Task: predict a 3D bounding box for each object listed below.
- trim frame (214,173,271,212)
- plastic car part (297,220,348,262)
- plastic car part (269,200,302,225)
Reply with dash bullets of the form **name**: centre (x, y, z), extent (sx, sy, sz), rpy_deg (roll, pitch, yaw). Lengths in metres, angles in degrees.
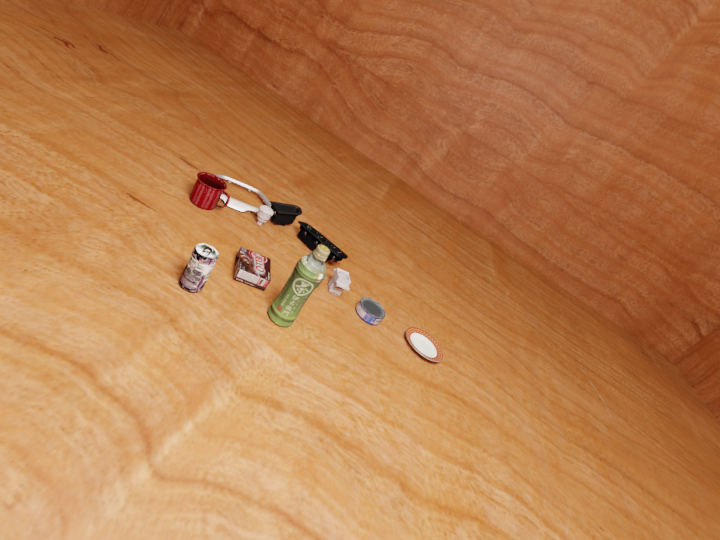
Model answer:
- **trim frame**: centre (-0.409, -0.255, 1.414), extent (0.240, 0.027, 0.191), rpy_deg (22, 27, -21)
- **plastic car part**: centre (-0.135, -0.088, 1.380), extent (0.212, 0.067, 0.063), rpy_deg (44, 27, 23)
- **plastic car part**: centre (-0.254, -0.182, 1.408), extent (0.110, 0.071, 0.069), rpy_deg (5, 38, -45)
